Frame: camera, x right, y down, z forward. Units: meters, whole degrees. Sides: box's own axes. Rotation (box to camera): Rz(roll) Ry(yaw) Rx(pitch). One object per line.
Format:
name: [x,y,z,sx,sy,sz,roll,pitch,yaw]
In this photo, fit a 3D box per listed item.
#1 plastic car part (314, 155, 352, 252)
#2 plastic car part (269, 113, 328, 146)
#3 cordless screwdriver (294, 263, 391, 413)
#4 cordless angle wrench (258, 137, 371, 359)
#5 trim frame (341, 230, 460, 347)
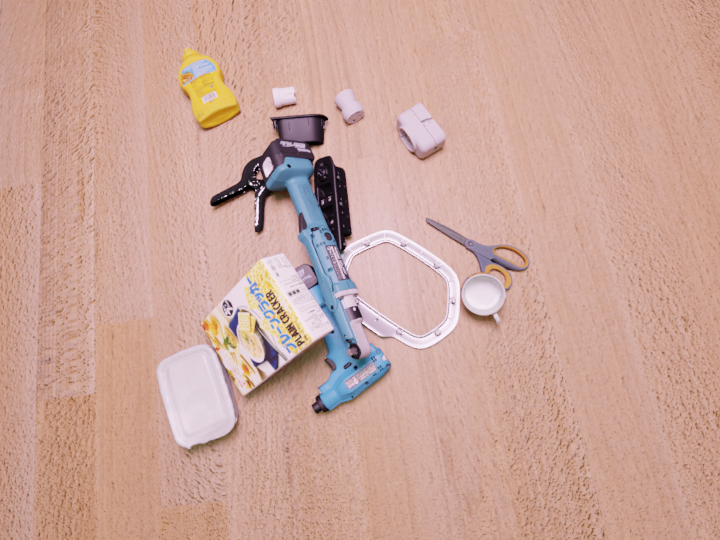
plastic car part: [-0.051,-0.128,0.824,0.064,0.068,0.206,-1,77,-35]
plastic car part: [-0.124,-0.282,0.876,0.117,0.066,0.071,-1,94,2]
cordless screwdriver: [-0.079,0.121,0.771,0.159,0.073,0.253,-37,80,-2]
cordless angle wrench: [-0.074,-0.048,0.752,0.075,0.093,0.437,-44,60,42]
trim frame: [0.069,0.033,0.795,0.254,0.027,0.184,35,85,11]
